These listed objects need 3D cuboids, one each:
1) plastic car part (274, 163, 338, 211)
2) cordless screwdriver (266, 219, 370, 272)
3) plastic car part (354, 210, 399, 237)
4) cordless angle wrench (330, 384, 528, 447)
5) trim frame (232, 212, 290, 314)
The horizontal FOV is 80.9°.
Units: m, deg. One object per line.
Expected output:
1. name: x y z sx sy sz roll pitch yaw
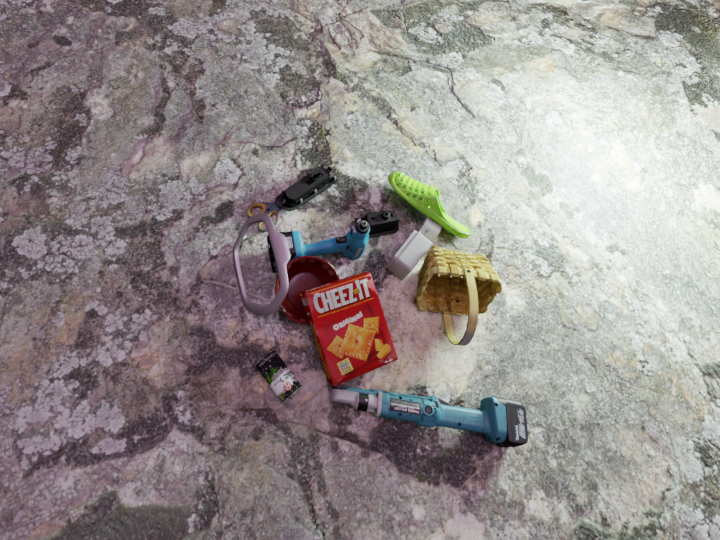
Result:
1. plastic car part: -0.141 -0.230 1.150 0.200 0.068 0.066 -41 93 -25
2. cordless screwdriver: -0.101 -0.066 1.030 0.245 0.157 0.076 -7 68 -11
3. plastic car part: 0.053 -0.133 1.133 0.115 0.070 0.068 -11 70 -11
4. cordless angle wrench: 0.143 0.309 0.933 0.422 0.073 0.100 9 64 -1
5. trim frame: -0.235 -0.016 0.991 0.026 0.188 0.257 11 54 -48
